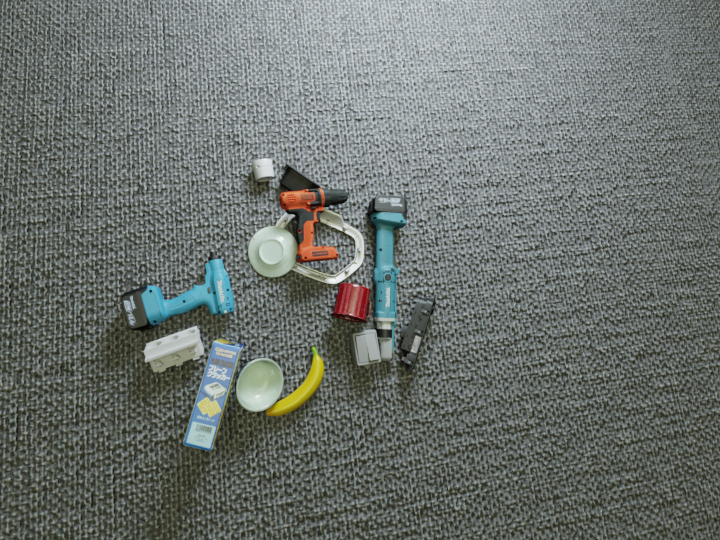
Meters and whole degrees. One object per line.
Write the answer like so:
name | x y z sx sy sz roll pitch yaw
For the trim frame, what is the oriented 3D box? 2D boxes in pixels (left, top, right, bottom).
trim frame | -0.109 -0.071 1.115 0.248 0.027 0.185 22 76 -1

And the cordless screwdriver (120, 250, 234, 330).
cordless screwdriver | -0.442 0.051 1.027 0.244 0.075 0.161 -13 82 -14

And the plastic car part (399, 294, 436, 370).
plastic car part | 0.144 0.152 1.090 0.070 0.063 0.203 20 78 20

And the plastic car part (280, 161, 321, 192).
plastic car part | -0.168 -0.225 1.124 0.116 0.066 0.071 38 92 -4

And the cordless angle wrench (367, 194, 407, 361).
cordless angle wrench | 0.066 0.018 1.099 0.097 0.075 0.426 3 81 -8
